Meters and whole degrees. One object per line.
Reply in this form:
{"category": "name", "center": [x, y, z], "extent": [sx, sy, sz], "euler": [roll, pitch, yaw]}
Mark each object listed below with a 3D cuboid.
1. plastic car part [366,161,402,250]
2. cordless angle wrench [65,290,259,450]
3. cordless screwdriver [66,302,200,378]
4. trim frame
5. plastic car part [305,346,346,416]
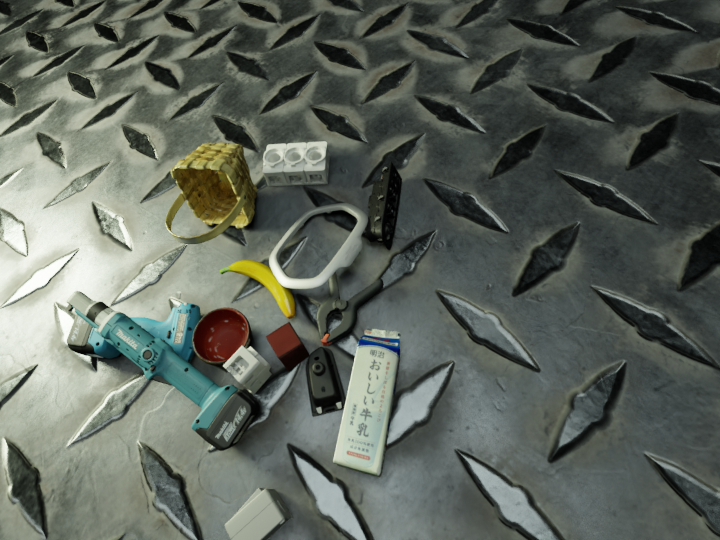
{"category": "plastic car part", "center": [0.048, -0.139, 0.925], "extent": [0.069, 0.063, 0.207], "euler": [-6, 58, 20]}
{"category": "cordless angle wrench", "center": [-0.378, 0.159, 0.773], "extent": [0.433, 0.072, 0.098], "euler": [32, 77, 12]}
{"category": "cordless screwdriver", "center": [-0.450, 0.146, 0.845], "extent": [0.251, 0.072, 0.163], "euler": [-1, 64, 5]}
{"category": "trim frame", "center": [-0.088, -0.057, 0.896], "extent": [0.194, 0.026, 0.248], "euler": [15, 56, 32]}
{"category": "plastic car part", "center": [-0.069, 0.189, 0.755], "extent": [0.066, 0.068, 0.121], "euler": [-14, 63, -2]}
